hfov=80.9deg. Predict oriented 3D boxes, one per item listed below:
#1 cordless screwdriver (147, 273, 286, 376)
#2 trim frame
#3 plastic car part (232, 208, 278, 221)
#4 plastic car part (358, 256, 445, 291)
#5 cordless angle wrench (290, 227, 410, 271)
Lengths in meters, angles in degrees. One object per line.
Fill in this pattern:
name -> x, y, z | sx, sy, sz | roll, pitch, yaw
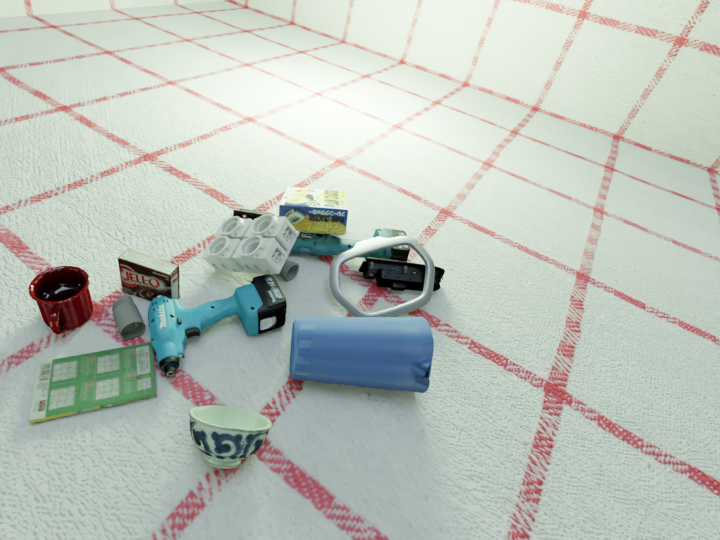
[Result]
cordless screwdriver -> -0.258, 0.098, 0.785 | 0.242, 0.072, 0.167 | -12, 46, -20
trim frame -> 0.051, 0.012, 0.928 | 0.244, 0.027, 0.188 | -18, 75, -13
plastic car part -> -0.262, -0.126, 1.057 | 0.113, 0.065, 0.074 | 4, 27, -16
plastic car part -> 0.102, 0.014, 0.977 | 0.199, 0.065, 0.069 | 3, 51, -11
cordless angle wrench -> -0.099, -0.065, 1.015 | 0.419, 0.072, 0.101 | 5, 40, -5
